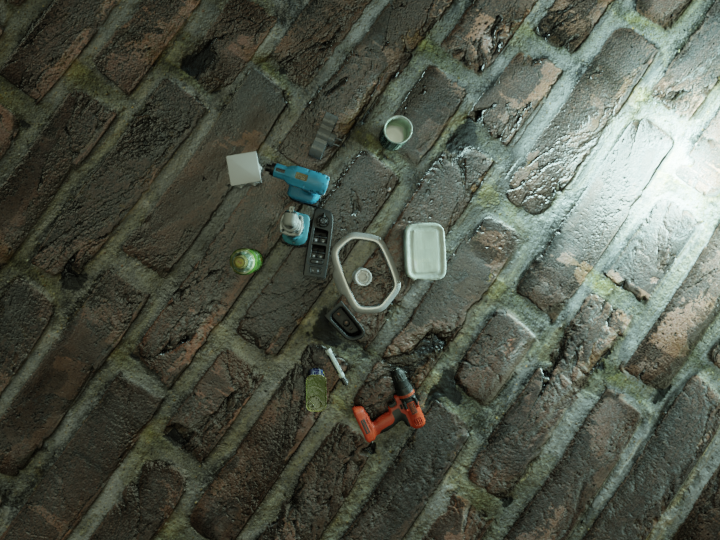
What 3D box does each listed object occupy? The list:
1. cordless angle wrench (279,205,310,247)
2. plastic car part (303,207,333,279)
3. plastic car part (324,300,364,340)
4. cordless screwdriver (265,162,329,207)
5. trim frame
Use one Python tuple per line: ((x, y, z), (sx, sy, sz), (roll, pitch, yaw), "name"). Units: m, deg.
((-0.166, -0.109, 1.047), (0.074, 0.426, 0.098), (9, 91, -7), "cordless angle wrench")
((-0.120, -0.078, 1.226), (0.066, 0.067, 0.203), (9, 89, -4), "plastic car part")
((-0.044, 0.149, 1.220), (0.066, 0.071, 0.116), (-41, 91, -3), "plastic car part")
((-0.169, -0.234, 1.137), (0.158, 0.250, 0.074), (17, 90, -5), "cordless screwdriver")
((0.012, 0.006, 1.246), (0.184, 0.027, 0.249), (-22, 89, -2), "trim frame")
